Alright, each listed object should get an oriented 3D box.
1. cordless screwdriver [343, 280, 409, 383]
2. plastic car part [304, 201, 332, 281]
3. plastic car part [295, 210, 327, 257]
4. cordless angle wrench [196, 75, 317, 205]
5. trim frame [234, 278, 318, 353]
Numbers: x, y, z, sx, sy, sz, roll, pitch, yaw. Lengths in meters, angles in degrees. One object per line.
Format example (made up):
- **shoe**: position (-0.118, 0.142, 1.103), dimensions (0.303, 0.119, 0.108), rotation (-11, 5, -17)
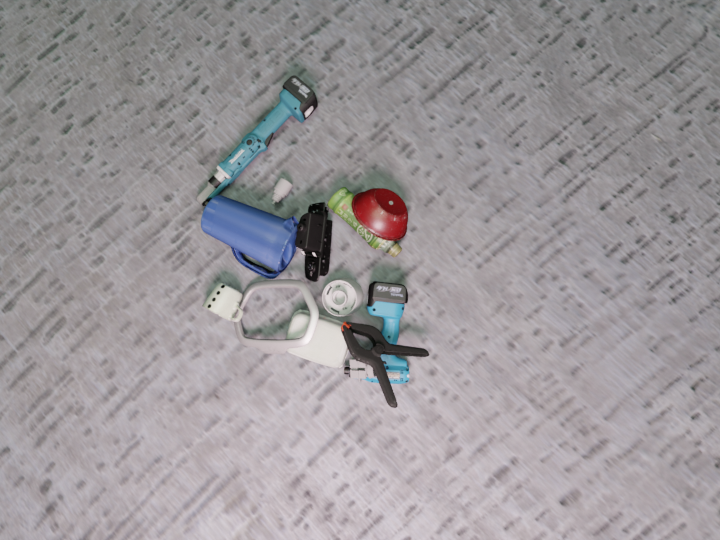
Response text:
- **cordless screwdriver**: position (0.041, 0.152, 1.049), dimensions (0.160, 0.073, 0.249), rotation (1, 87, 4)
- **plastic car part**: position (-0.107, -0.070, 1.094), dimensions (0.069, 0.063, 0.204), rotation (-2, 78, 39)
- **plastic car part**: position (-0.128, -0.094, 1.039), dimensions (0.069, 0.067, 0.116), rotation (7, 90, 35)
- **cordless angle wrench**: position (-0.290, -0.337, 1.141), dimensions (0.099, 0.073, 0.423), rotation (44, 90, 6)
- **trim frame**: position (-0.215, 0.113, 1.057), dimensions (0.257, 0.026, 0.187), rotation (-5, 74, 22)
